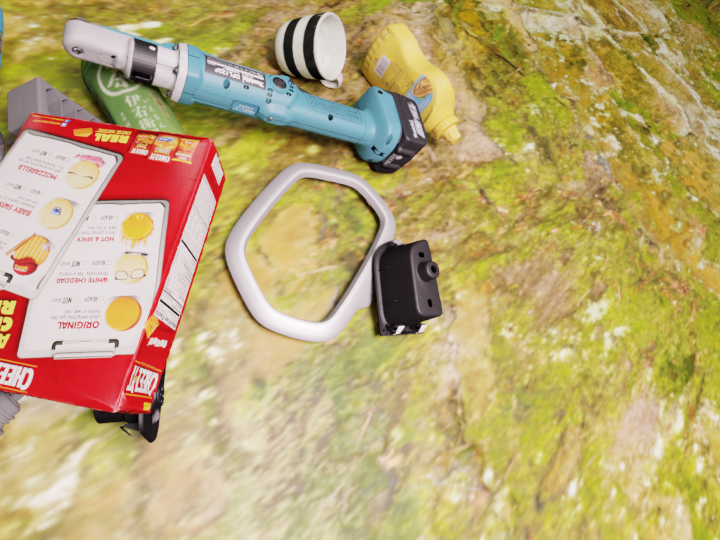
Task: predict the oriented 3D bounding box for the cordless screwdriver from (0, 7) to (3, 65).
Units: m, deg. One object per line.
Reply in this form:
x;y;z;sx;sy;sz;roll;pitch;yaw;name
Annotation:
-0.488;-0.223;0.394;0.239;0.075;0.164;-4;67;-29;cordless screwdriver

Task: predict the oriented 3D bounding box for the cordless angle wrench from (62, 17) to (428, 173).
-0.105;-0.203;0.498;0.404;0.075;0.101;4;63;-32;cordless angle wrench

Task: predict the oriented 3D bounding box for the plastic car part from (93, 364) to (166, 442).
-0.201;0.046;0.379;0.065;0.066;0.209;-3;66;-19;plastic car part

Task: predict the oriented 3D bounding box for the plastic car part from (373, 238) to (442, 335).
0.060;0.014;0.486;0.063;0.073;0.118;4;76;-35;plastic car part

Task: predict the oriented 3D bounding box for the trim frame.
-0.049;-0.032;0.506;0.183;0.028;0.249;32;55;-3;trim frame
